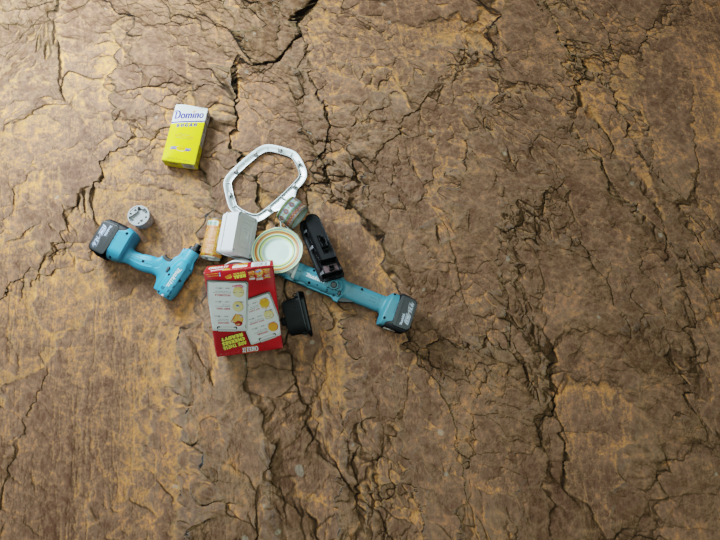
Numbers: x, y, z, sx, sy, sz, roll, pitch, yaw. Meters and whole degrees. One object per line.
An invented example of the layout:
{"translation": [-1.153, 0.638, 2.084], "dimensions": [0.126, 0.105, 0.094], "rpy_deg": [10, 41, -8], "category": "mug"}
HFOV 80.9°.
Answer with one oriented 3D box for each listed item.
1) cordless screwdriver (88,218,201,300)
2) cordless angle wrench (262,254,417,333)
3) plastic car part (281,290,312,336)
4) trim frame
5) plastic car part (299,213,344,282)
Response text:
{"translation": [-0.544, -0.050, 1.083], "dimensions": [0.248, 0.074, 0.159], "rpy_deg": [30, 76, -1], "category": "cordless screwdriver"}
{"translation": [-0.070, 0.044, 1.094], "dimensions": [0.426, 0.073, 0.098], "rpy_deg": [21, 76, 4], "category": "cordless angle wrench"}
{"translation": [-0.169, 0.116, 1.078], "dimensions": [0.072, 0.064, 0.118], "rpy_deg": [-12, 82, 7], "category": "plastic car part"}
{"translation": [-0.263, -0.246, 1.170], "dimensions": [0.186, 0.027, 0.247], "rpy_deg": [44, 76, 6], "category": "trim frame"}
{"translation": [-0.107, -0.070, 1.093], "dimensions": [0.065, 0.065, 0.212], "rpy_deg": [-19, 56, -11], "category": "plastic car part"}
